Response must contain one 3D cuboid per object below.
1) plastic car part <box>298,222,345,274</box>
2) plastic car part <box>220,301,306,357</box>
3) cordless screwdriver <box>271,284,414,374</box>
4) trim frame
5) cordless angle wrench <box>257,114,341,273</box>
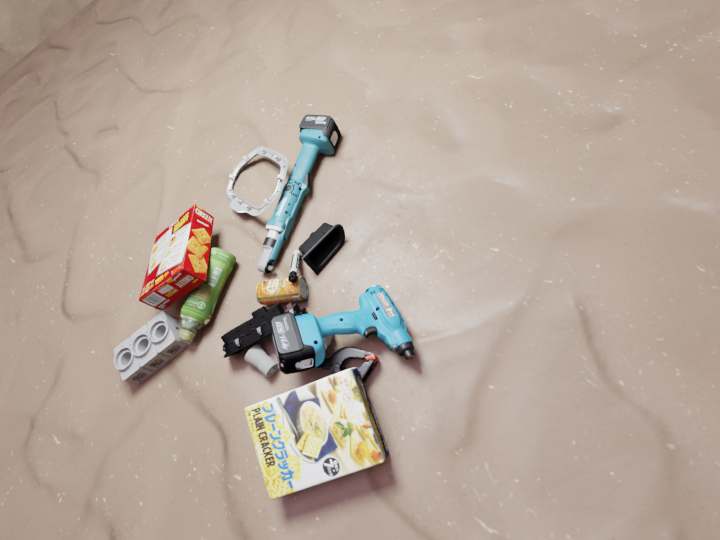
[{"bbox_3d":[-0.094,-0.061,0.957,0.075,0.062,0.116,29,74,43],"label":"plastic car part"},{"bbox_3d":[-0.216,0.120,0.896,0.204,0.066,0.067,-33,12,7],"label":"plastic car part"},{"bbox_3d":[-0.033,0.126,0.782,0.244,0.072,0.167,-17,51,-16],"label":"cordless screwdriver"},{"bbox_3d":[-0.273,-0.232,1.089,0.263,0.026,0.184,36,94,42],"label":"trim frame"},{"bbox_3d":[-0.163,-0.190,1.040,0.102,0.071,0.426,12,72,25],"label":"cordless angle wrench"}]
